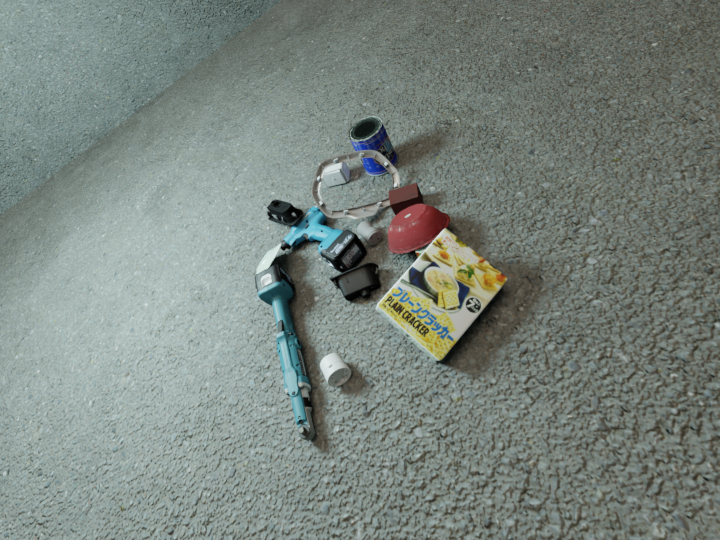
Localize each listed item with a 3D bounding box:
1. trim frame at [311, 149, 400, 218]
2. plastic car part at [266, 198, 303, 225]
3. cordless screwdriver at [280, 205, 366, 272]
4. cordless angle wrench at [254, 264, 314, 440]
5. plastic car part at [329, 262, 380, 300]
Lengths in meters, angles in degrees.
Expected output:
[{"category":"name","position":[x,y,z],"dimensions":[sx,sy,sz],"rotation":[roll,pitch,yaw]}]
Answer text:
[{"category":"trim frame","position":[-0.010,-0.230,1.138],"dimensions":[0.245,0.028,0.185],"rotation":[-14,85,-10]},{"category":"plastic car part","position":[-0.231,-0.179,1.258],"dimensions":[0.066,0.064,0.214],"rotation":[-40,32,-16]},{"category":"cordless screwdriver","position":[-0.111,-0.073,1.136],"dimensions":[0.159,0.070,0.263],"rotation":[-45,44,-7]},{"category":"cordless angle wrench","position":[-0.167,0.175,0.977],"dimensions":[0.075,0.093,0.443],"rotation":[-28,51,8]},{"category":"plastic car part","position":[-0.004,0.034,1.008],"dimensions":[0.118,0.063,0.073],"rotation":[-22,63,10]}]
